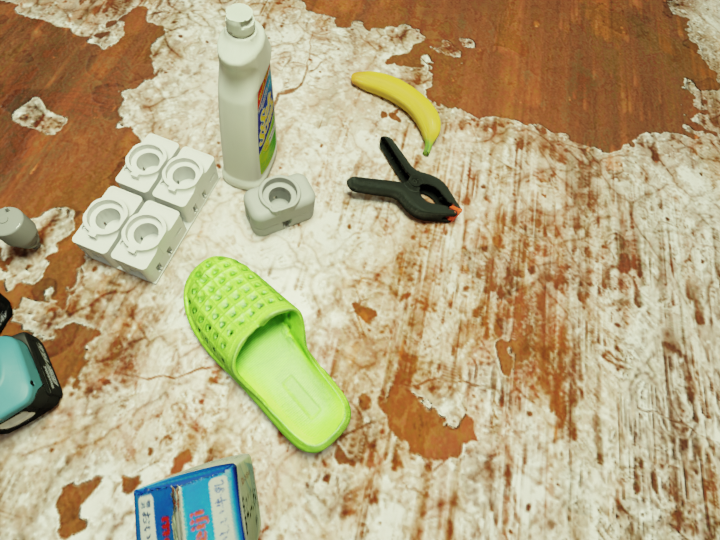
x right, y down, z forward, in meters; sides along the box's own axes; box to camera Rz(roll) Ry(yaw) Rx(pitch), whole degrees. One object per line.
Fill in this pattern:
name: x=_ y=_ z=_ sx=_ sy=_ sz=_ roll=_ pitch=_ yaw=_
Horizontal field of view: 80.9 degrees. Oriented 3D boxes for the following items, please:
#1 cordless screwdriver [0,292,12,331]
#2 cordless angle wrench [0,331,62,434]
cordless screwdriver: x=-0.451 y=0.006 z=0.419 sx=0.074 sy=0.246 sz=0.161 roll=16 pitch=66 yaw=-3
cordless angle wrench: x=-0.362 y=0.059 z=0.308 sx=0.073 sy=0.418 sz=0.101 roll=-30 pitch=76 yaw=-20
